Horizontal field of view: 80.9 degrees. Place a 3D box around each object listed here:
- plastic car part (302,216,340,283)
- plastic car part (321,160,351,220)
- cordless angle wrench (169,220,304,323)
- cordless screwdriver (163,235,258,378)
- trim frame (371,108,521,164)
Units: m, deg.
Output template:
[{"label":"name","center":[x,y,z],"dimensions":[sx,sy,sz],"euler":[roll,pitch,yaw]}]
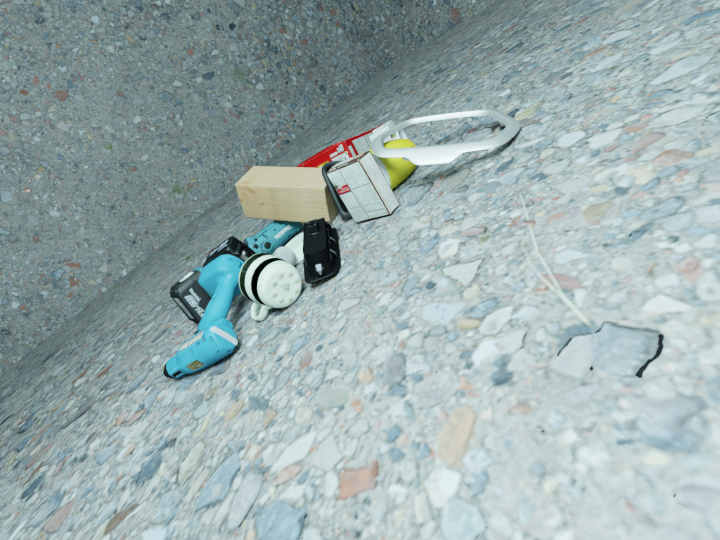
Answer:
[{"label":"plastic car part","center":[-0.071,-0.047,0.729],"dimensions":[0.066,0.065,0.210],"euler":[-11,30,-1]},{"label":"plastic car part","center":[-0.024,-0.166,0.844],"dimensions":[0.067,0.117,0.069],"euler":[-26,-2,20]},{"label":"cordless angle wrench","center":[-0.219,-0.054,0.933],"dimensions":[0.418,0.095,0.077],"euler":[-45,22,-29]},{"label":"cordless screwdriver","center":[-0.262,0.064,0.742],"dimensions":[0.162,0.071,0.256],"euler":[-33,35,27]},{"label":"trim frame","center":[0.139,-0.232,0.729],"dimensions":[0.258,0.026,0.185],"euler":[2,40,23]}]
